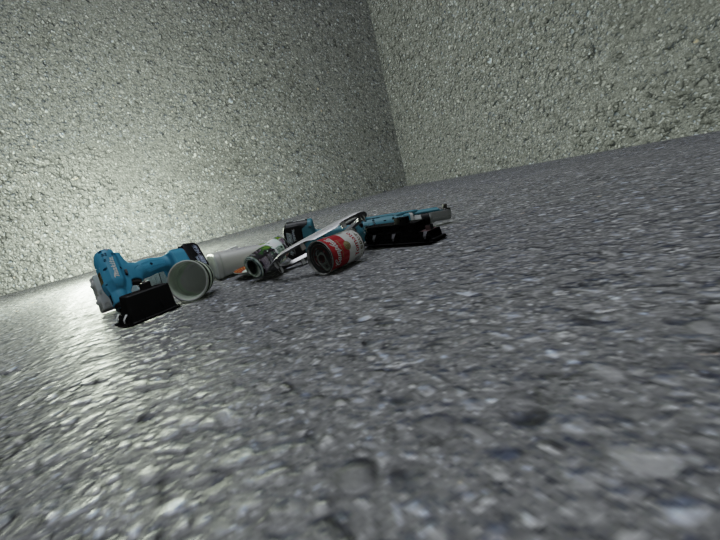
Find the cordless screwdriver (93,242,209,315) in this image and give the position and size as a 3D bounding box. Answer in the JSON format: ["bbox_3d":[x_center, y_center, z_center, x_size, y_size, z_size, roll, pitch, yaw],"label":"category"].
[{"bbox_3d":[-0.478,0.015,0.995,0.238,0.165,0.075,-10,-31,-50],"label":"cordless screwdriver"}]

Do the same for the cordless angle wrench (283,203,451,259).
[{"bbox_3d":[0.020,-0.107,1.064,0.423,0.097,0.075,-10,9,-1],"label":"cordless angle wrench"}]

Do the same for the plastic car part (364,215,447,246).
[{"bbox_3d":[0.080,-0.082,0.930,0.212,0.066,0.065,-6,19,45],"label":"plastic car part"}]

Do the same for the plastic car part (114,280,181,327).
[{"bbox_3d":[-0.416,0.058,0.819,0.069,0.070,0.113,-3,18,41],"label":"plastic car part"}]

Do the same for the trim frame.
[{"bbox_3d":[-0.089,-0.058,0.912,0.245,0.028,0.183,-28,-7,-15],"label":"trim frame"}]
